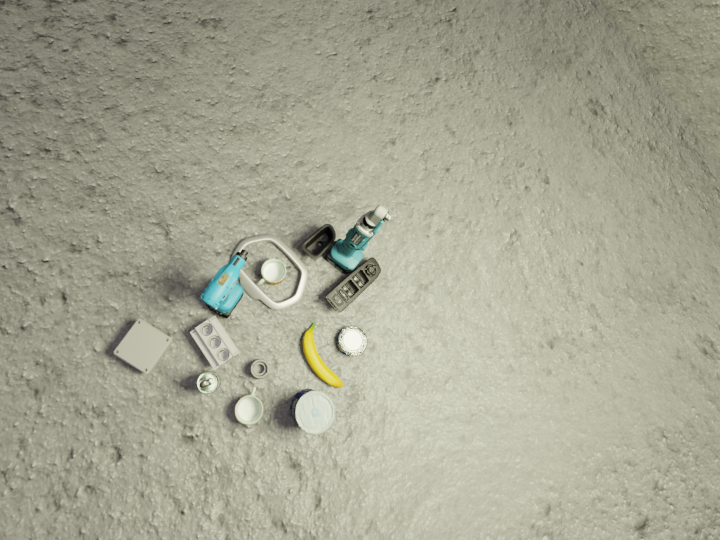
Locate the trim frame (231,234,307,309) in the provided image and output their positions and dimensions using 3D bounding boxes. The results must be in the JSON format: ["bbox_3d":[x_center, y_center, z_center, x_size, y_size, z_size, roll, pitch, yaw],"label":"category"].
[{"bbox_3d":[-0.271,0.001,1.261,0.251,0.027,0.182,44,71,5],"label":"trim frame"}]

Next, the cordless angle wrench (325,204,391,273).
[{"bbox_3d":[-0.007,-0.085,1.123,0.098,0.424,0.074,38,70,-3],"label":"cordless angle wrench"}]

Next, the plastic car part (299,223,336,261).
[{"bbox_3d":[-0.126,-0.082,1.288,0.066,0.071,0.115,44,71,2],"label":"plastic car part"}]

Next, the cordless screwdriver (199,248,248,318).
[{"bbox_3d":[-0.349,0.038,1.120,0.074,0.249,0.159,32,71,-5],"label":"cordless screwdriver"}]

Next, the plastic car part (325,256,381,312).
[{"bbox_3d":[-0.019,0.042,1.270,0.201,0.067,0.067,-42,87,-18],"label":"plastic car part"}]
